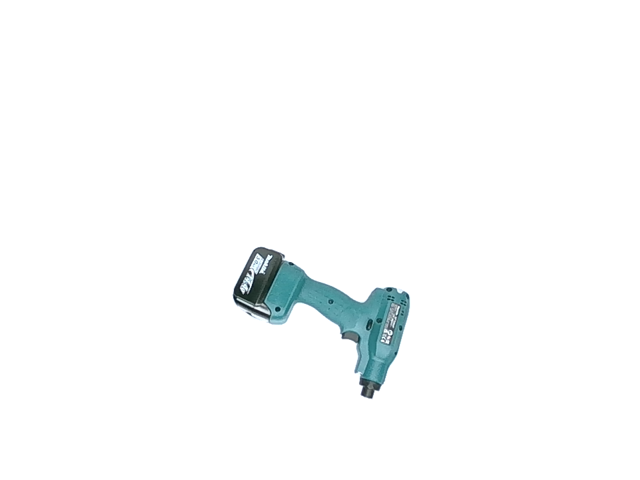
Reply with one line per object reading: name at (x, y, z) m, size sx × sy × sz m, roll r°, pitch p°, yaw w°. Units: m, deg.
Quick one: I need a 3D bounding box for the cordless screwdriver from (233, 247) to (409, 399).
cordless screwdriver at (-0.005, 0.116, 0.616) m, size 0.249 × 0.158 × 0.074 m, roll 19°, pitch -19°, yaw 2°
